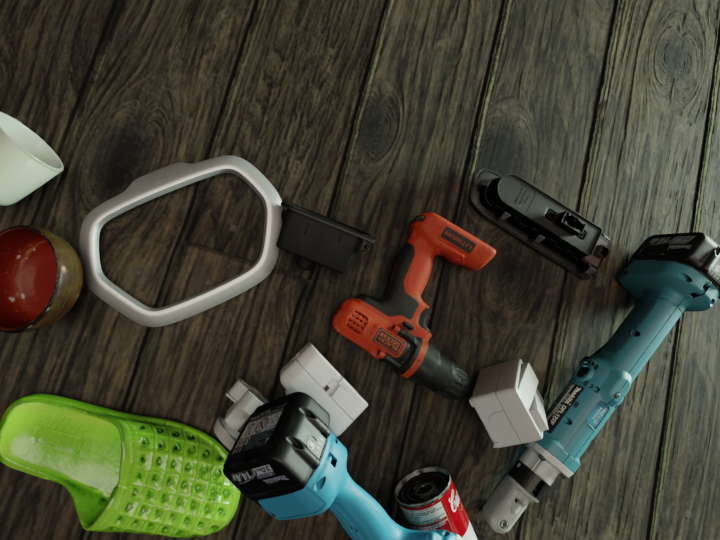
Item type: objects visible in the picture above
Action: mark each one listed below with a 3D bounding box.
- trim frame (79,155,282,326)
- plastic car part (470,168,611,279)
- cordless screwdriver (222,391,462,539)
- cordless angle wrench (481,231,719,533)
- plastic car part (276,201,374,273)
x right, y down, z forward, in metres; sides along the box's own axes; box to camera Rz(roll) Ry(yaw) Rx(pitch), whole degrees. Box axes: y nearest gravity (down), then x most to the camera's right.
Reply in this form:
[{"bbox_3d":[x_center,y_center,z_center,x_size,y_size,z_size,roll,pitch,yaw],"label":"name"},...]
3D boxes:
[{"bbox_3d":[-0.212,-0.041,0.511,0.247,0.027,0.185,-26,87,-6],"label":"trim frame"},{"bbox_3d":[0.236,-0.064,0.544,0.203,0.067,0.066,31,88,1],"label":"plastic car part"},{"bbox_3d":[-0.029,0.245,0.429,0.244,0.074,0.162,46,125,-10],"label":"cordless screwdriver"},{"bbox_3d":[0.287,0.137,0.510,0.074,0.099,0.422,41,84,-7],"label":"cordless angle wrench"},{"bbox_3d":[-0.050,-0.033,0.513,0.116,0.066,0.071,18,97,-2],"label":"plastic car part"}]
